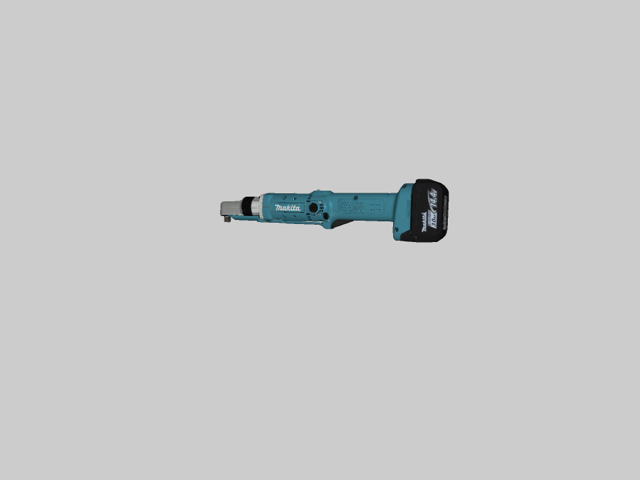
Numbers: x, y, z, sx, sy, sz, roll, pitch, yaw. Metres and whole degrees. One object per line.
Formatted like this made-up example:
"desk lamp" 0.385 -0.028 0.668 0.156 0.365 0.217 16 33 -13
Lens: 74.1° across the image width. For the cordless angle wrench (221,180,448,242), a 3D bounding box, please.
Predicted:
"cordless angle wrench" 0.000 -0.054 0.741 0.423 0.098 0.074 3 4 24
